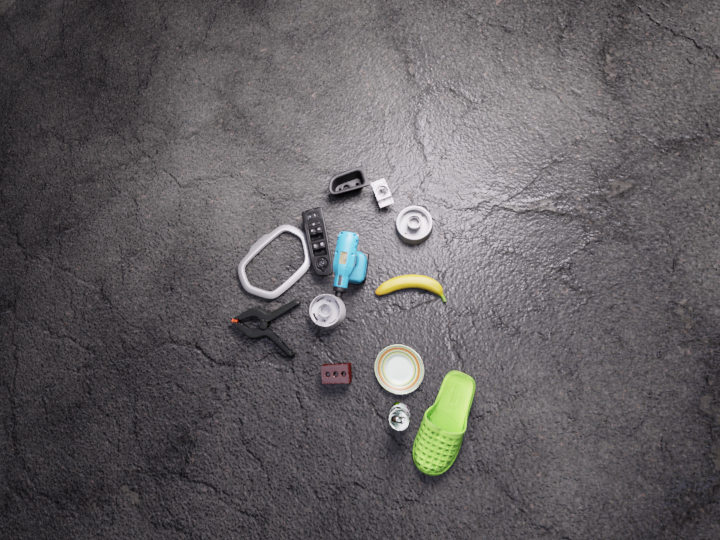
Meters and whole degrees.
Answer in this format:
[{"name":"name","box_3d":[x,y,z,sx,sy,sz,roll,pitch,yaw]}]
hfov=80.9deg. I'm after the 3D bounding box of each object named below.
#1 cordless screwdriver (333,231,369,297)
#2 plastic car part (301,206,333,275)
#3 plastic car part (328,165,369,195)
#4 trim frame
[{"name":"cordless screwdriver","box_3d":[-0.030,0.000,1.120,0.076,0.242,0.160,8,82,8]},{"name":"plastic car part","box_3d":[-0.122,-0.080,1.246,0.067,0.065,0.206,-13,77,6]},{"name":"plastic car part","box_3d":[-0.037,-0.256,1.263,0.117,0.069,0.067,-18,78,6]},{"name":"trim frame","box_3d":[-0.259,-0.028,1.282,0.248,0.027,0.190,-44,74,0]}]
